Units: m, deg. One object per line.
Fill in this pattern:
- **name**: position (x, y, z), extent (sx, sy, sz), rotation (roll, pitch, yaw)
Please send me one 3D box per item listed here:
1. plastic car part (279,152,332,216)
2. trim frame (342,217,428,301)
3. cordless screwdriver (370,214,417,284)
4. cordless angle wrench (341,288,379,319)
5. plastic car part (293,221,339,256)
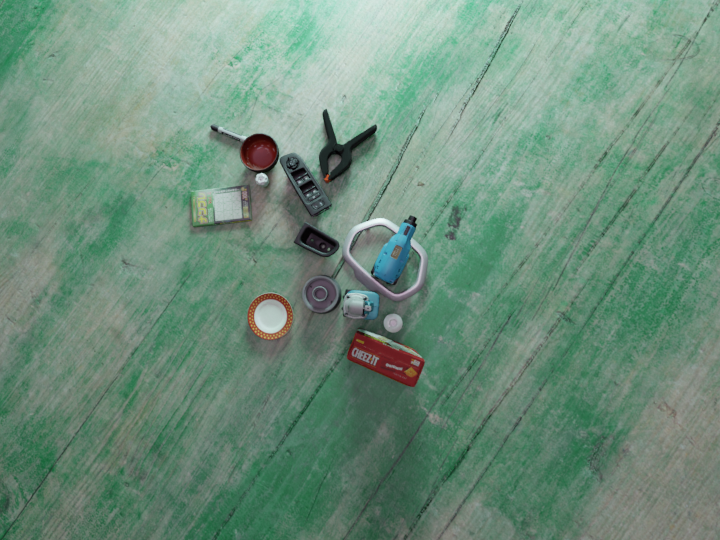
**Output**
- **plastic car part**: position (-0.155, -0.242, 1.186), extent (0.066, 0.066, 0.206), rotation (-32, 81, 1)
- **trim frame**: position (0.066, -0.031, 1.152), extent (0.253, 0.027, 0.184), rotation (41, 89, 10)
- **cordless screwdriver**: position (0.087, -0.043, 1.041), extent (0.075, 0.245, 0.159), rotation (26, 87, 4)
- **cordless angle wrench**: position (-0.004, 0.079, 0.949), extent (0.099, 0.417, 0.075), rotation (6, 86, 2)
- **plastic car part**: position (-0.113, -0.074, 1.157), extent (0.119, 0.070, 0.066), rotation (29, 87, 8)
